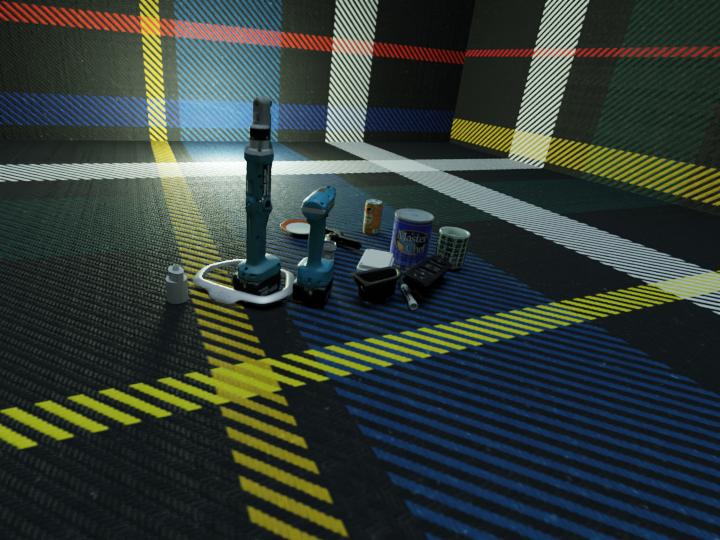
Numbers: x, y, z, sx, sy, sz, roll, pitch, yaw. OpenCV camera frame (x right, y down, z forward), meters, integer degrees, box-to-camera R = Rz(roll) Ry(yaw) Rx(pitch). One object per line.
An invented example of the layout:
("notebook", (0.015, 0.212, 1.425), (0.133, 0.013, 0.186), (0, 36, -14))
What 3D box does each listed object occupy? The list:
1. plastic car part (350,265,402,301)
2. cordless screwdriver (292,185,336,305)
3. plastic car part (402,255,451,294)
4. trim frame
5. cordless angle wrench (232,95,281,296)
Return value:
("plastic car part", (0.041, 0.037, 0.952), (0.112, 0.069, 0.070), (-8, 27, -27))
("cordless screwdriver", (-0.091, -0.060, 0.931), (0.076, 0.244, 0.159), (10, 24, 7))
("plastic car part", (0.166, 0.014, 1.026), (0.069, 0.066, 0.197), (18, 28, 26))
("trim frame", (-0.267, 0.024, 0.979), (0.258, 0.027, 0.181), (14, 27, 20))
("cordless angle wrench", (-0.214, -0.144, 0.889), (0.078, 0.415, 0.095), (19, 26, 27))
